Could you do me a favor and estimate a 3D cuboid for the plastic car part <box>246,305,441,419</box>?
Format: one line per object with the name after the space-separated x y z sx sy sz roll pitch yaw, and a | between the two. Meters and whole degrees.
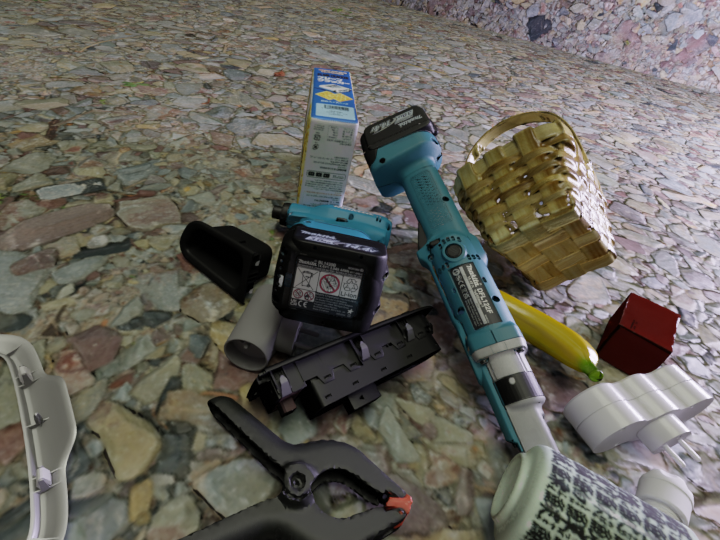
0.002 0.085 0.389 0.197 0.065 0.070 -22 59 -33 | plastic car part

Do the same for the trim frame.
-0.302 0.137 0.293 0.178 0.027 0.262 -19 45 -32 | trim frame

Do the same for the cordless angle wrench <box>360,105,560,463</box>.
0.101 -0.010 0.458 0.099 0.070 0.440 -23 57 9 | cordless angle wrench

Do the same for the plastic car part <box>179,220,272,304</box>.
-0.150 -0.024 0.499 0.122 0.065 0.068 31 27 28 | plastic car part

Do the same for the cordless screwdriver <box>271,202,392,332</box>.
-0.046 -0.030 0.466 0.160 0.073 0.250 12 18 1 | cordless screwdriver
